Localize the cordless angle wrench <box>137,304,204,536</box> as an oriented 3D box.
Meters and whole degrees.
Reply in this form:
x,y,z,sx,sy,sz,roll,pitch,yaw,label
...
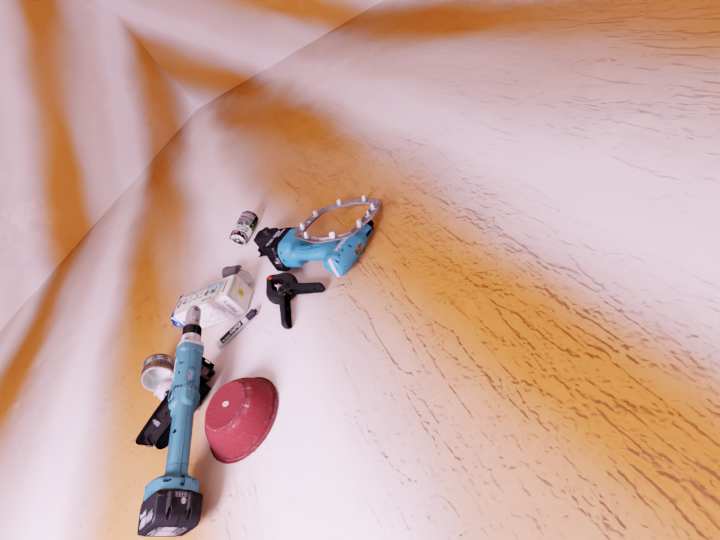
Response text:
x,y,z,sx,sy,sz,roll,pitch,yaw,label
-0.332,0.240,0.793,0.099,0.071,0.440,-47,38,32,cordless angle wrench

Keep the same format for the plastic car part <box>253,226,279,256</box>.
x,y,z,sx,sy,sz,roll,pitch,yaw,label
-0.237,-0.085,1.122,0.121,0.067,0.066,-9,46,40,plastic car part

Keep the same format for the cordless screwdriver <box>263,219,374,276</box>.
x,y,z,sx,sy,sz,roll,pitch,yaw,label
-0.095,-0.062,0.969,0.261,0.071,0.158,4,44,40,cordless screwdriver

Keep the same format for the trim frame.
x,y,z,sx,sy,sz,roll,pitch,yaw,label
-0.047,-0.120,0.956,0.191,0.027,0.246,-1,27,25,trim frame

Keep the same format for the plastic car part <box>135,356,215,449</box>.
x,y,z,sx,sy,sz,roll,pitch,yaw,label
-0.369,0.280,0.871,0.070,0.063,0.202,28,70,28,plastic car part
